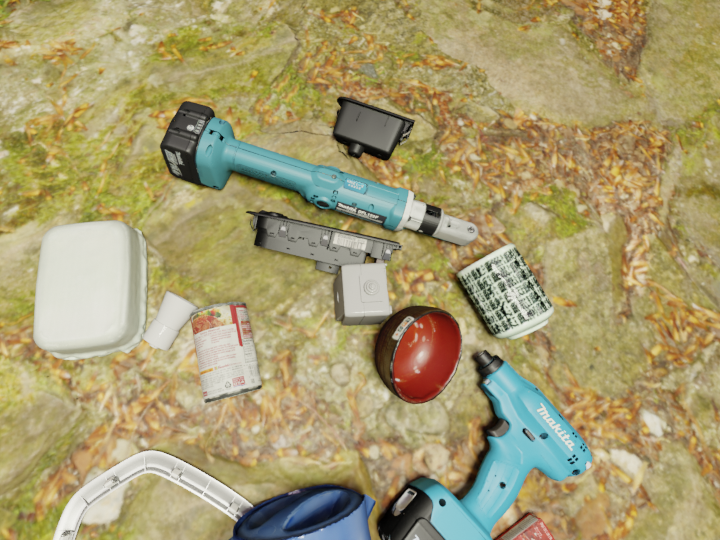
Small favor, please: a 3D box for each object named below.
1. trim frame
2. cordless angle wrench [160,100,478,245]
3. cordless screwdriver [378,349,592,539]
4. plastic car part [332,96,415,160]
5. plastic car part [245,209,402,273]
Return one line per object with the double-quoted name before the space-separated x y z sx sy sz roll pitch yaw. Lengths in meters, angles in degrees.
"trim frame" -0.206 0.310 0.444 0.250 0.027 0.184 28 73 4
"cordless angle wrench" -0.045 -0.111 0.565 0.422 0.097 0.075 18 69 -1
"cordless screwdriver" 0.124 0.219 0.472 0.246 0.073 0.163 -37 78 -18
"plastic car part" 0.011 -0.198 0.615 0.118 0.065 0.071 19 86 5
"plastic car part" -0.054 -0.036 0.556 0.203 0.066 0.067 17 98 0
